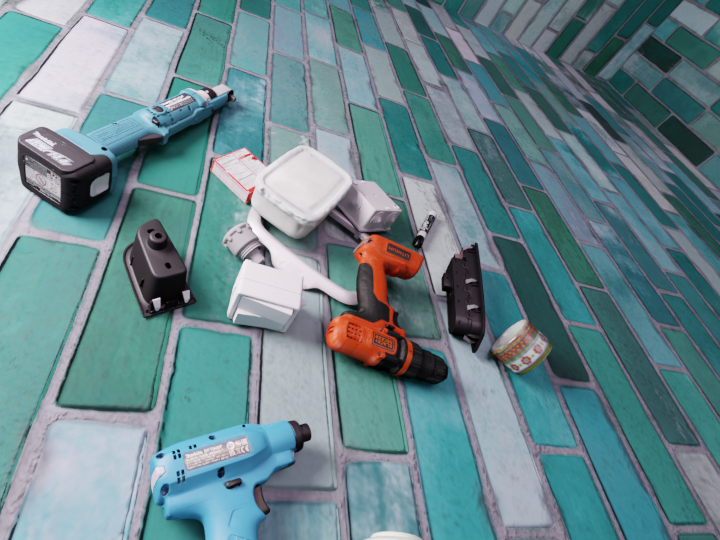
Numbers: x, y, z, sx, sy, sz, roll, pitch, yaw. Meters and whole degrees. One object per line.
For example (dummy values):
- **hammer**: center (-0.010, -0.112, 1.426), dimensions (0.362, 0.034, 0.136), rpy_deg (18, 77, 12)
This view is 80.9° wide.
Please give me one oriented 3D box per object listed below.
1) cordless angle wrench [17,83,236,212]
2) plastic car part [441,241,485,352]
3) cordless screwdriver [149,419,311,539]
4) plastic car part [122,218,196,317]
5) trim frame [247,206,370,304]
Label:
- **cordless angle wrench**: center (-0.328, -0.235, 0.679), dimensions (0.098, 0.074, 0.424), rpy_deg (31, 41, -3)
- **plastic car part**: center (0.172, 0.037, 0.704), dimensions (0.066, 0.065, 0.208), rpy_deg (12, 46, -8)
- **cordless screwdriver**: center (-0.077, 0.256, 0.359), dimensions (0.153, 0.074, 0.261), rpy_deg (-5, 50, -33)
- **plastic car part**: center (-0.248, -0.014, 0.515), dimensions (0.063, 0.071, 0.121), rpy_deg (-15, 63, -40)
- **trim frame**: center (-0.066, -0.043, 0.675), dimensions (0.251, 0.027, 0.182), rpy_deg (37, 42, 4)
